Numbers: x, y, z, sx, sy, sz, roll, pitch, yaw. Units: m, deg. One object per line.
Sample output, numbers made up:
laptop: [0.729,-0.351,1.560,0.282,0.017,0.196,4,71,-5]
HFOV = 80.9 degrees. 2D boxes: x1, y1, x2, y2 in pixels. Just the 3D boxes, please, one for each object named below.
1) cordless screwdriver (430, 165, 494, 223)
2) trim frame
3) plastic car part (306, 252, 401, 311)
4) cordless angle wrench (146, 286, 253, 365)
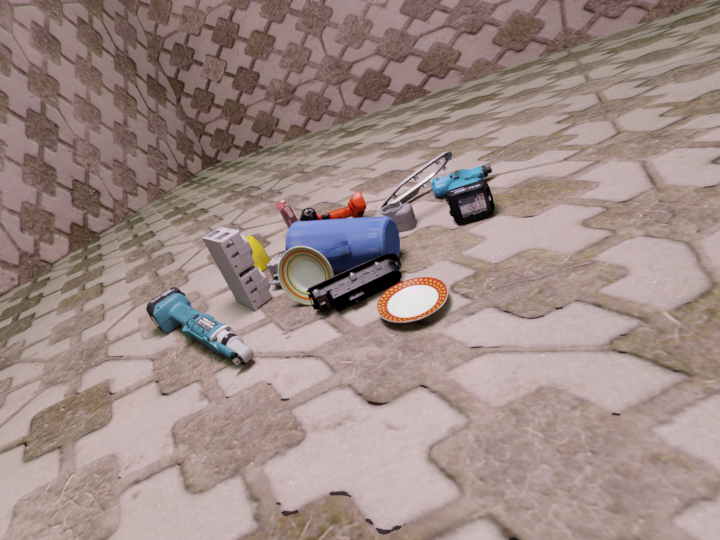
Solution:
cordless screwdriver: [0.271,-0.203,1.043,0.161,0.072,0.253,-18,23,9]
trim frame: [0.152,-0.233,1.126,0.246,0.028,0.183,-38,-5,-15]
plastic car part: [-0.002,0.028,0.844,0.201,0.063,0.070,-27,35,-8]
cordless angle wrench: [-0.356,0.125,0.941,0.446,0.071,0.096,12,42,46]
